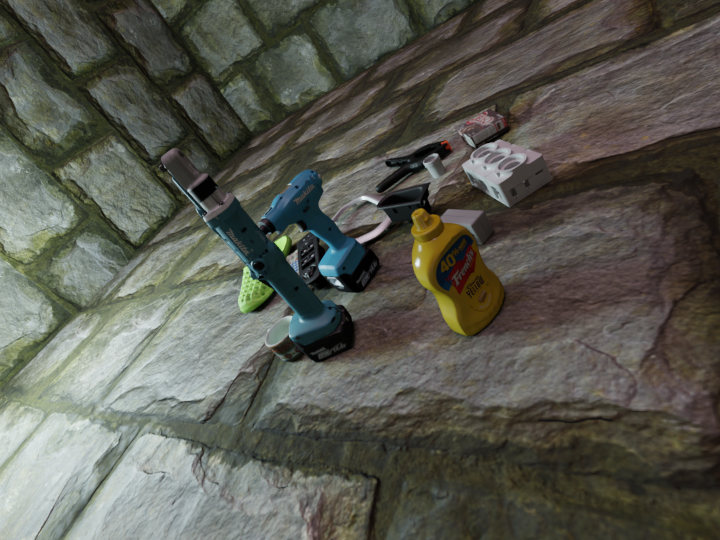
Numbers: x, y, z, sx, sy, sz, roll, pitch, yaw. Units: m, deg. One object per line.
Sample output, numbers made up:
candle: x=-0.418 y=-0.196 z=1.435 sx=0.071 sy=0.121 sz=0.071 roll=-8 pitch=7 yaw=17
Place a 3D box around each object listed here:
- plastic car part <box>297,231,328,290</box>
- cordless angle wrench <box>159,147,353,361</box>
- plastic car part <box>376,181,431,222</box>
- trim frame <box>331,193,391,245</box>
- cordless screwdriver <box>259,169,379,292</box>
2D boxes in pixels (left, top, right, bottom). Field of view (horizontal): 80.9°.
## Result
plastic car part: x=-0.109 y=-0.019 z=0.979 sx=0.067 sy=0.064 sz=0.209 roll=-32 pitch=28 yaw=12
cordless angle wrench: x=-0.158 y=-0.020 z=0.676 sx=0.100 sy=0.406 sz=0.076 roll=-28 pitch=26 yaw=19
plastic car part: x=0.102 y=-0.134 z=0.902 sx=0.121 sy=0.068 sz=0.066 roll=-8 pitch=39 yaw=44
trim frame: x=-0.001 y=-0.126 z=1.053 sx=0.184 sy=0.026 sz=0.260 roll=-40 pitch=28 yaw=-3
cordless screwdriver: x=-0.079 y=-0.052 z=0.810 sx=0.078 sy=0.239 sz=0.158 roll=-1 pitch=43 yaw=52
